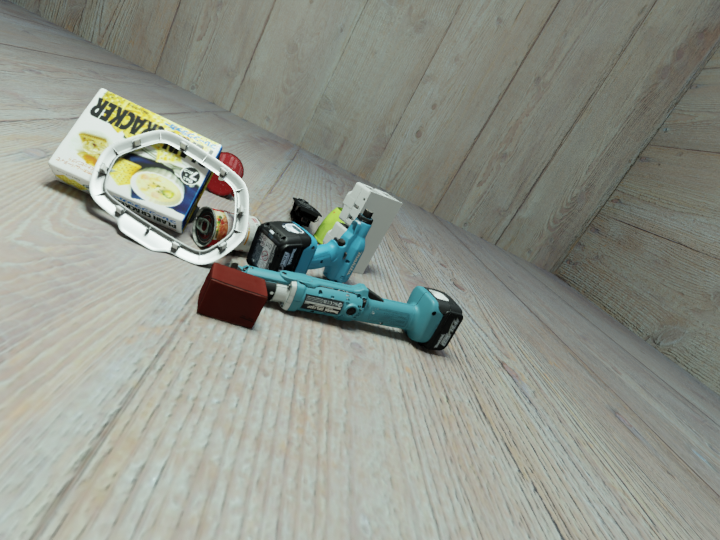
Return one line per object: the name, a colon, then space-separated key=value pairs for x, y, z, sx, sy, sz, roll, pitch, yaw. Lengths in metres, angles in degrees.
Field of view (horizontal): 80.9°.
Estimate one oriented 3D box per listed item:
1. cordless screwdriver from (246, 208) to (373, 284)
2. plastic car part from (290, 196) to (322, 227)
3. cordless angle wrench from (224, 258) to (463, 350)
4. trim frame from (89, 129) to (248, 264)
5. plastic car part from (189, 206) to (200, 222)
cordless screwdriver: x=-0.074 y=-0.049 z=0.760 sx=0.078 sy=0.158 sz=0.237 roll=39 pitch=22 yaw=30
plastic car part: x=-0.148 y=-0.149 z=1.091 sx=0.065 sy=0.066 sz=0.209 roll=16 pitch=15 yaw=-16
cordless angle wrench: x=-0.022 y=0.051 z=0.688 sx=0.405 sy=0.097 sz=0.078 roll=14 pitch=22 yaw=-26
trim frame: x=-0.288 y=-0.116 z=0.654 sx=0.245 sy=0.184 sz=0.028 roll=34 pitch=-22 yaw=-8
plastic car part: x=-0.327 y=-0.140 z=0.792 sx=0.063 sy=0.071 sz=0.121 roll=21 pitch=15 yaw=-22
